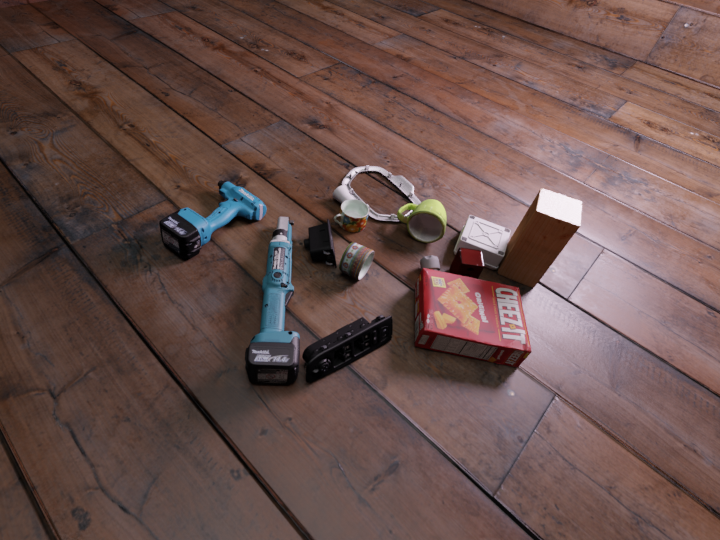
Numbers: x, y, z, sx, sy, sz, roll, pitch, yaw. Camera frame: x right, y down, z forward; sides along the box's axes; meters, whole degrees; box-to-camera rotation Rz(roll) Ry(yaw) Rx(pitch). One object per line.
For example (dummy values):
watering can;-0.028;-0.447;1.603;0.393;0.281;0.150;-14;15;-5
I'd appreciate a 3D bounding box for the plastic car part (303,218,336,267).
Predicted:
plastic car part;-0.098;-0.064;0.998;0.071;0.063;0.121;-12;47;-1

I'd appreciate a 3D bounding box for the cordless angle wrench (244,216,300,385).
cordless angle wrench;-0.175;0.029;0.895;0.097;0.072;0.438;1;46;-8

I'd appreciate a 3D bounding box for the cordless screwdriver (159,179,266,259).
cordless screwdriver;-0.367;-0.138;1.020;0.166;0.073;0.244;34;49;22

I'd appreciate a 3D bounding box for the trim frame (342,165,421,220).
trim frame;0.059;-0.219;1.174;0.179;0.027;0.261;-22;53;-26

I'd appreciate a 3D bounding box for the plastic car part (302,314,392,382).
plastic car part;-0.031;0.140;0.815;0.198;0.064;0.071;-28;49;-28
